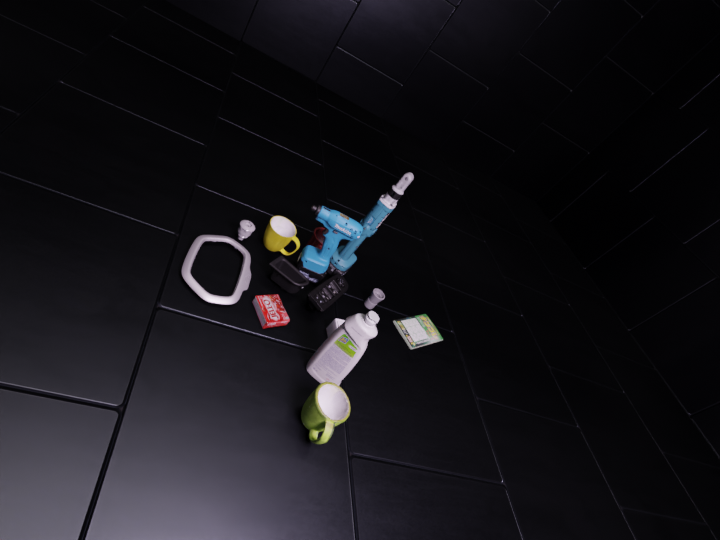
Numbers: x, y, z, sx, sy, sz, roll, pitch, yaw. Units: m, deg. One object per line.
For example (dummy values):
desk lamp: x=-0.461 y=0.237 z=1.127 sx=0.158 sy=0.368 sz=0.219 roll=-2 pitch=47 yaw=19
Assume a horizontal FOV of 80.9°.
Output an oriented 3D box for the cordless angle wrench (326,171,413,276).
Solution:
cordless angle wrench: x=0.024 y=-0.135 z=1.295 sx=0.075 sy=0.425 sz=0.096 roll=45 pitch=34 yaw=6

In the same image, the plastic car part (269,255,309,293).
plastic car part: x=-0.213 y=0.024 z=1.213 sx=0.118 sy=0.071 sz=0.065 roll=42 pitch=34 yaw=6

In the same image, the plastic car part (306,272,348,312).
plastic car part: x=-0.098 y=0.071 z=1.261 sx=0.067 sy=0.067 sz=0.199 roll=42 pitch=34 yaw=6

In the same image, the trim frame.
trim frame: x=-0.381 y=-0.008 z=1.143 sx=0.178 sy=0.027 sz=0.256 roll=23 pitch=36 yaw=-19

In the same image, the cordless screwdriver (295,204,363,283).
cordless screwdriver: x=-0.123 y=-0.080 z=1.258 sx=0.155 sy=0.250 sz=0.076 roll=29 pitch=36 yaw=-15
